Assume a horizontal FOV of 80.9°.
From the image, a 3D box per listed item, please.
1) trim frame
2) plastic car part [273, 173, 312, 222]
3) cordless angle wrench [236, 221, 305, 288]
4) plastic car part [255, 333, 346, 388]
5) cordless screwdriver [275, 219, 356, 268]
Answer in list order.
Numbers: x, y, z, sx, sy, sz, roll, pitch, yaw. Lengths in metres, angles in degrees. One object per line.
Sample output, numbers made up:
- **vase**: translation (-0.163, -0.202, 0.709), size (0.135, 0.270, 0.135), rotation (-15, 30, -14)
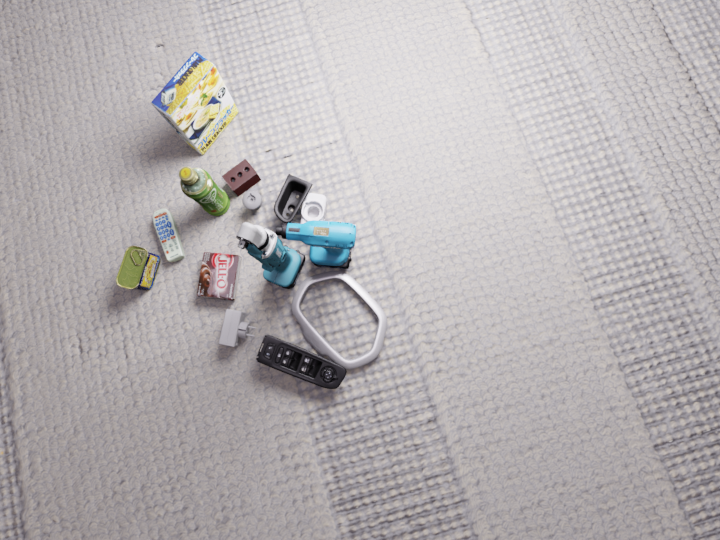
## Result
- **trim frame**: translation (-0.052, 0.113, 1.005), size (0.184, 0.027, 0.254), rotation (-44, 79, -5)
- **plastic car part**: translation (-0.170, -0.167, 1.048), size (0.067, 0.070, 0.117), rotation (24, 82, 5)
- **cordless angle wrench**: translation (-0.178, -0.034, 0.845), size (0.075, 0.417, 0.098), rotation (22, 82, 2)
- **plastic car part**: translation (-0.133, 0.213, 0.972), size (0.206, 0.066, 0.066), rotation (20, 82, 7)
- **cordless screwdriver**: translation (-0.091, -0.060, 0.932), size (0.160, 0.245, 0.075), rotation (5, 82, 1)
